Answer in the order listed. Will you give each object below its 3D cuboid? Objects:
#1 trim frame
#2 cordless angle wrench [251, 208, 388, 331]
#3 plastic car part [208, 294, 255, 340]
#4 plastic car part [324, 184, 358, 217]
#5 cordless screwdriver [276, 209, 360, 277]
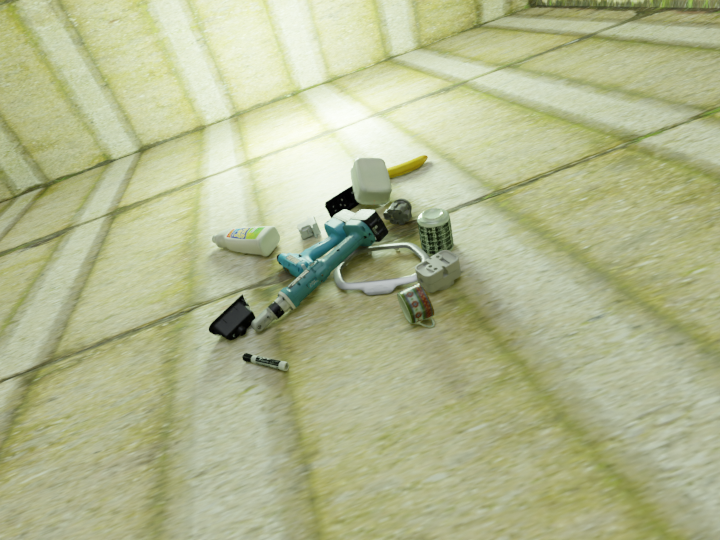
[{"bbox_3d":[0.051,-0.008,1.065,0.254,0.026,0.187,-7,37,15],"label":"trim frame"},{"bbox_3d":[-0.107,0.003,1.065,0.419,0.071,0.103,-43,26,-16],"label":"cordless angle wrench"},{"bbox_3d":[-0.303,0.128,1.033,0.074,0.063,0.115,25,56,27],"label":"plastic car part"},{"bbox_3d":[-0.035,-0.239,1.387,0.200,0.065,0.069,-36,12,-19],"label":"plastic car part"},{"bbox_3d":[-0.117,-0.077,1.198,0.246,0.071,0.168,-39,35,-20],"label":"cordless screwdriver"}]
